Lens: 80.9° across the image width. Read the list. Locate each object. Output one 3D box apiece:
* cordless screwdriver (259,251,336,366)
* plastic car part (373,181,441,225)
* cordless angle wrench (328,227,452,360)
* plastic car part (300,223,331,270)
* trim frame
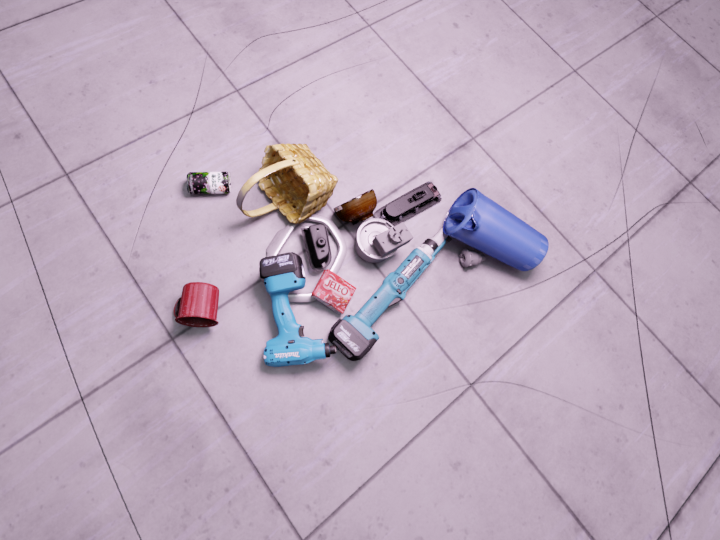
[{"bbox_3d":[-0.145,0.085,0.953,0.160,0.073,0.251,-7,81,4],"label":"cordless screwdriver"},{"bbox_3d":[0.132,-0.179,1.124,0.200,0.067,0.067,-30,87,-14],"label":"plastic car part"},{"bbox_3d":[0.090,0.035,1.036,0.099,0.074,0.419,41,68,5],"label":"cordless angle wrench"},{"bbox_3d":[-0.100,-0.065,1.019,0.065,0.070,0.120,-10,70,-13],"label":"plastic car part"},{"bbox_3d":[-0.140,-0.034,1.050,0.185,0.027,0.249,28,71,1],"label":"trim frame"}]
